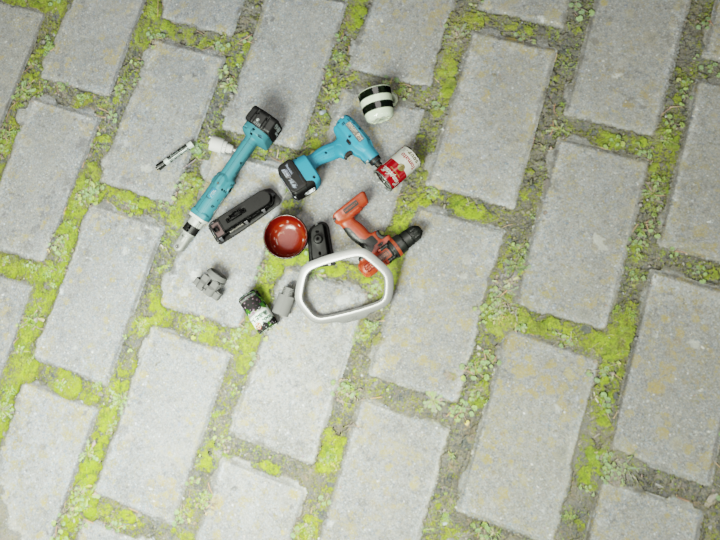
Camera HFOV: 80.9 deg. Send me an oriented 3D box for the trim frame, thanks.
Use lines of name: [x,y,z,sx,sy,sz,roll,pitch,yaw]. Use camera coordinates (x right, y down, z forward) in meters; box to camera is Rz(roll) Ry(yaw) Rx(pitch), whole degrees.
trim frame: [-0.042,0.044,1.034,0.251,0.028,0.181,-17,100,9]

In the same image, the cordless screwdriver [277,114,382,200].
cordless screwdriver: [-0.078,-0.270,1.083,0.248,0.073,0.162,-38,83,-4]

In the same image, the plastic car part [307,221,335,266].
plastic car part: [-0.104,-0.068,1.060,0.066,0.070,0.117,-7,87,0]

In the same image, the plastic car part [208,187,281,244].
plastic car part: [-0.304,-0.151,1.095,0.202,0.065,0.068,-32,77,-2]

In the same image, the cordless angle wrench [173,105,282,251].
cordless angle wrench: [-0.356,-0.224,1.094,0.075,0.097,0.423,35,90,1]
